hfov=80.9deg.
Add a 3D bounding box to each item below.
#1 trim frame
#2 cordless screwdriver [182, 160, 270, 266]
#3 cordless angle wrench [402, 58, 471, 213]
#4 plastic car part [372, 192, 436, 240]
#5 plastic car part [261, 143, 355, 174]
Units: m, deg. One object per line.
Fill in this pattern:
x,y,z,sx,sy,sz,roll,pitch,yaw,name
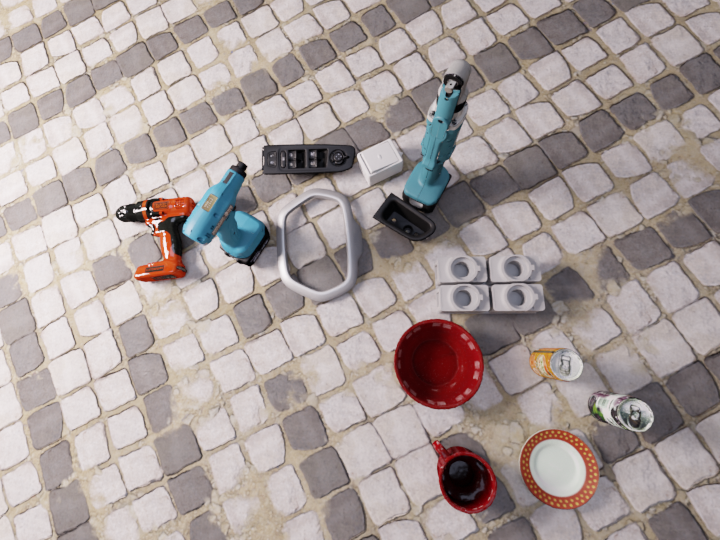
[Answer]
-0.088,-0.058,0.903,0.186,0.027,0.253,-7,76,6,trim frame
-0.239,-0.102,0.823,0.076,0.243,0.159,29,82,8,cordless screwdriver
0.129,-0.208,0.709,0.076,0.413,0.098,29,82,8,cordless angle wrench
0.091,-0.094,0.865,0.120,0.069,0.066,36,83,13,plastic car part
-0.112,-0.238,0.930,0.205,0.065,0.067,-1,78,7,plastic car part
